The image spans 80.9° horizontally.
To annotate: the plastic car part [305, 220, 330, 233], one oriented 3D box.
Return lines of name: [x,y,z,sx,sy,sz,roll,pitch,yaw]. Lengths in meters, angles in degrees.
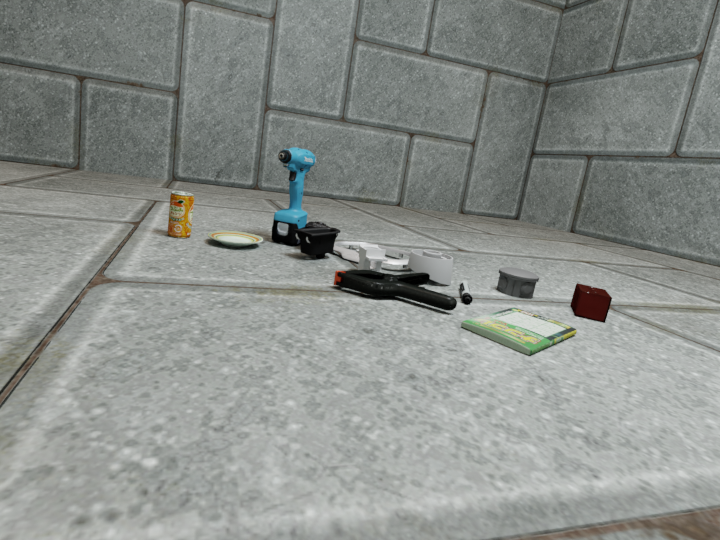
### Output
plastic car part: [-0.113,-0.099,1.136,0.066,0.066,0.205,8,13,-4]

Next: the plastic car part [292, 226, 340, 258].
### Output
plastic car part: [-0.097,-0.063,0.988,0.070,0.070,0.111,19,17,41]

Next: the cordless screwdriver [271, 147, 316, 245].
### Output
cordless screwdriver: [-0.179,-0.190,1.087,0.077,0.246,0.156,12,12,16]

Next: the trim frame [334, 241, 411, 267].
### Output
trim frame: [0.032,-0.042,1.069,0.262,0.027,0.176,17,16,34]
